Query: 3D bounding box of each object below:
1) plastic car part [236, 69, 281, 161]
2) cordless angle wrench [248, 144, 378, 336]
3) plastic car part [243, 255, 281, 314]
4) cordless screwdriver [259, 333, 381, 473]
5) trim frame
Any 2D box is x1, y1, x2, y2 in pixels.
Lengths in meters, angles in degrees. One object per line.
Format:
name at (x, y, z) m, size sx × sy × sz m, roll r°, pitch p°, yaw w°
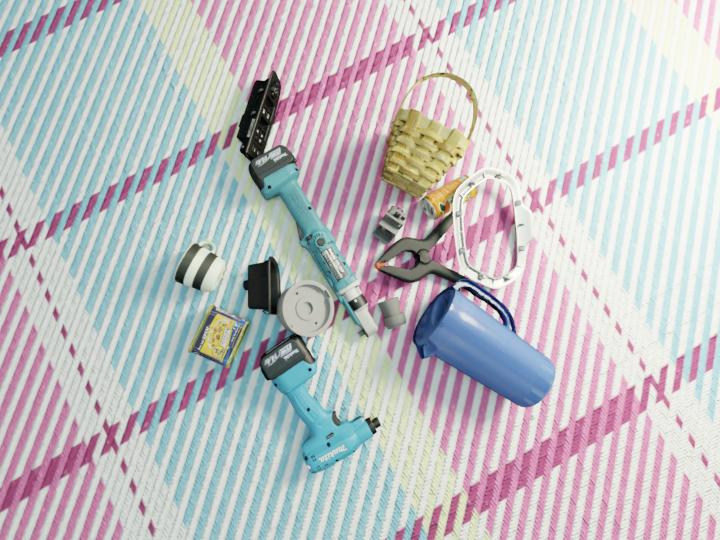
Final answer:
plastic car part at (-0.222, -0.332, 0.914) m, size 0.070 × 0.063 × 0.203 m, roll 15°, pitch 82°, yaw 25°
cordless angle wrench at (-0.084, -0.055, 0.864) m, size 0.097 × 0.074 × 0.427 m, roll -31°, pitch 85°, yaw -6°
plastic car part at (-0.202, 0.034, 0.855) m, size 0.072 × 0.064 × 0.118 m, roll -9°, pitch 79°, yaw 10°
cordless screwdriver at (-0.080, 0.240, 0.813) m, size 0.158 × 0.074 × 0.250 m, roll -28°, pitch 86°, yaw -6°
trim frame at (0.272, -0.086, 0.862) m, size 0.179 × 0.028 × 0.248 m, roll -6°, pitch 90°, yaw -18°
